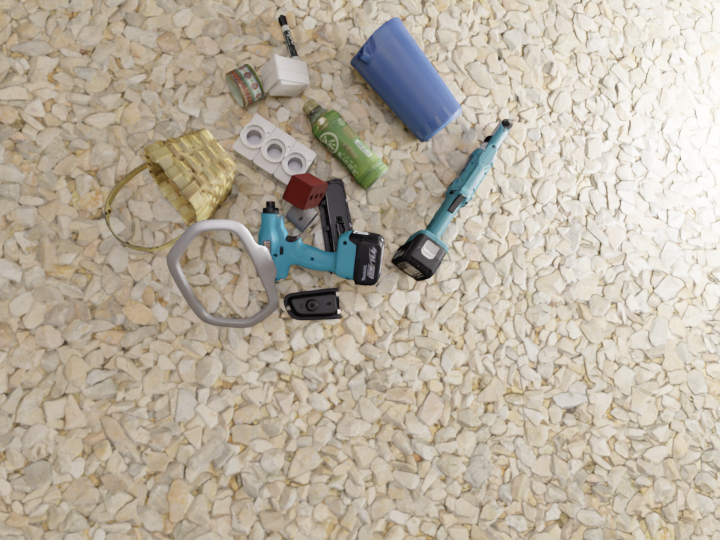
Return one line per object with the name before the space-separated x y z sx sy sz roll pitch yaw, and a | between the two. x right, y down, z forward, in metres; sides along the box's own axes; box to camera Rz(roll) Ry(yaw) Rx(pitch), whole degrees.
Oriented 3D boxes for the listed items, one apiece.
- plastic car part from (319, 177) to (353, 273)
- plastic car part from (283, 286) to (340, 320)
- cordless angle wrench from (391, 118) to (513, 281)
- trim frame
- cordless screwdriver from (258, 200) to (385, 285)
plastic car part | -0.049 -0.098 0.881 0.066 0.066 0.205 -9 81 -2
plastic car part | -0.093 0.069 0.847 0.114 0.071 0.066 -4 84 -12
cordless angle wrench | 0.216 -0.168 0.912 0.074 0.099 0.422 36 76 -5
trim frame | -0.253 0.013 0.800 0.185 0.028 0.239 -19 117 3
cordless screwdriver | -0.080 -0.052 0.819 0.254 0.073 0.157 4 101 13
